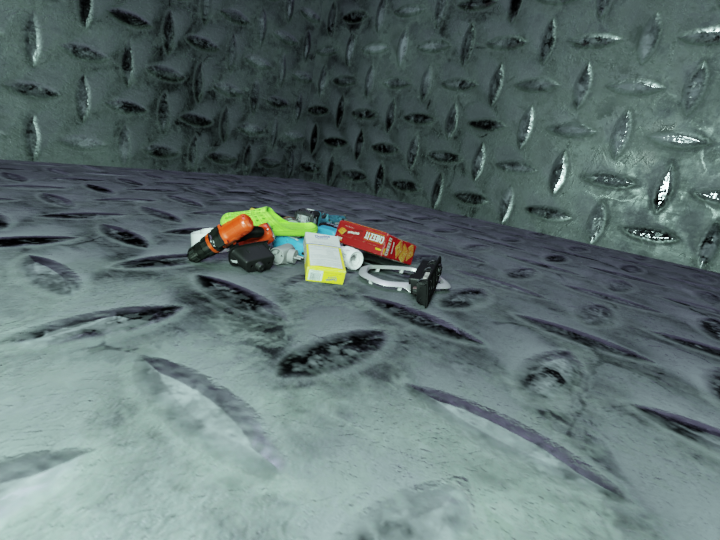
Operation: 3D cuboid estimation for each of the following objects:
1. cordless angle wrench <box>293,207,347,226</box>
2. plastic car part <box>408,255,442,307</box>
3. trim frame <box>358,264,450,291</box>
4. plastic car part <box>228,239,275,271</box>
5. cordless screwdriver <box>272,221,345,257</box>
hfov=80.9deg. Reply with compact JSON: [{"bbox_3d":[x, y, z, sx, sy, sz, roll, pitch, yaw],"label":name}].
[{"bbox_3d":[-0.130,-0.183,1.603,0.077,0.097,0.412,14,11,16],"label":"cordless angle wrench"},{"bbox_3d":[0.155,0.019,1.006,0.070,0.065,0.199,-1,19,26],"label":"plastic car part"},{"bbox_3d":[0.111,0.021,1.095,0.240,0.027,0.193,4,15,-23],"label":"trim frame"},{"bbox_3d":[-0.251,-0.025,1.007,0.074,0.065,0.112,33,27,25],"label":"plastic car part"},{"bbox_3d":[-0.122,-0.080,1.246,0.167,0.073,0.240,20,22,30],"label":"cordless screwdriver"}]
